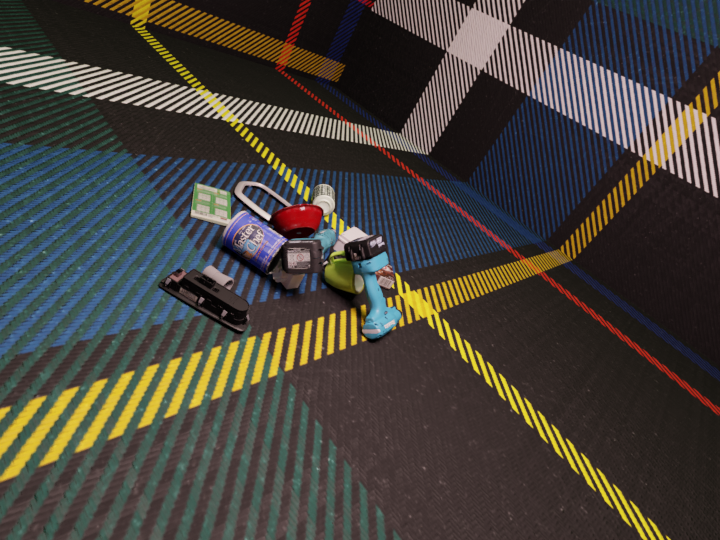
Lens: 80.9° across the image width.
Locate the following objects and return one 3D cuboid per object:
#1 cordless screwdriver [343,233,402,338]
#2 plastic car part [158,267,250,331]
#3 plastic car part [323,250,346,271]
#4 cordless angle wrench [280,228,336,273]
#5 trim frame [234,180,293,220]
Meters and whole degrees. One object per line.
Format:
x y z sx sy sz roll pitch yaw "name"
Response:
0.044 0.034 1.073 0.153 0.077 0.248 -16 95 -55 "cordless screwdriver"
-0.309 0.050 0.876 0.204 0.067 0.066 33 21 2 "plastic car part"
-0.049 -0.019 1.203 0.112 0.071 0.069 19 29 -25 "plastic car part"
-0.114 -0.074 1.162 0.099 0.073 0.421 -1 13 7 "cordless angle wrench"
-0.292 -0.214 1.349 0.256 0.027 0.180 35 30 15 "trim frame"
